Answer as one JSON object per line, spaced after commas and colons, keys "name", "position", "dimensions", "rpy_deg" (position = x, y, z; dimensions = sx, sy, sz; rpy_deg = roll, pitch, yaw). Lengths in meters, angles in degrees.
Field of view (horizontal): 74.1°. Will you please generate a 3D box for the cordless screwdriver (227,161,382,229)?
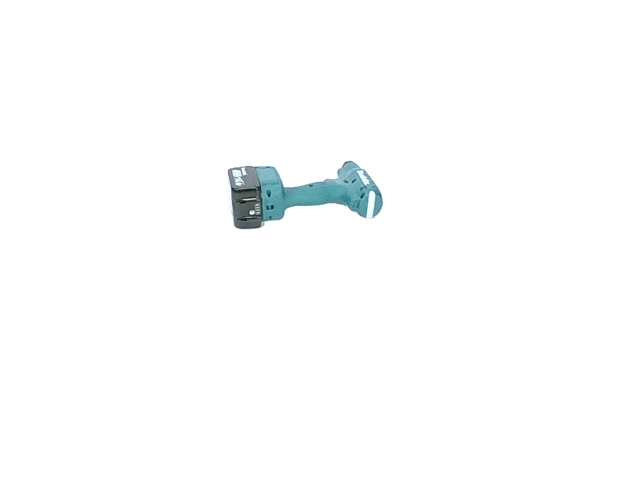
{"name": "cordless screwdriver", "position": [-0.031, -0.091, 0.729], "dimensions": [0.248, 0.074, 0.159], "rpy_deg": [-4, 35, -10]}
